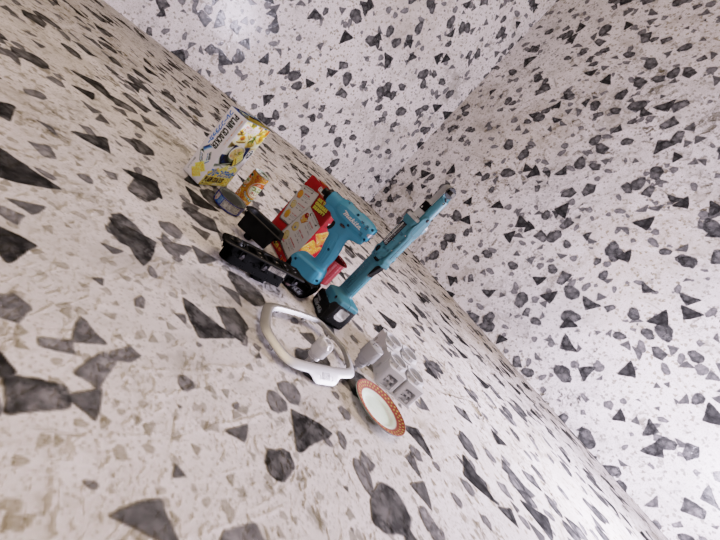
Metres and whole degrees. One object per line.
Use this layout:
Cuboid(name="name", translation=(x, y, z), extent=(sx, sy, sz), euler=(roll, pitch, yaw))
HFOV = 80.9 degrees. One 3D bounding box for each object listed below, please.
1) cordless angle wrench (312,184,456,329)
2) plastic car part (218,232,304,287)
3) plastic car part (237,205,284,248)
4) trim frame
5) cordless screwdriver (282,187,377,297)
Cuboid(name="cordless angle wrench", translation=(0.057, -0.038, 0.981), extent=(0.071, 0.425, 0.102), euler=(36, 16, -31))
Cuboid(name="plastic car part", translation=(-0.217, -0.016, 0.897), extent=(0.193, 0.067, 0.069), euler=(35, 16, -31))
Cuboid(name="plastic car part", translation=(-0.255, -0.100, 1.048), extent=(0.114, 0.071, 0.067), euler=(40, 14, -12))
Cuboid(name="trim frame", translation=(-0.102, 0.141, 0.823), extent=(0.234, 0.028, 0.194), euler=(28, 19, -48))
Cuboid(name="cordless screwdriver", translation=(-0.098, -0.064, 0.999), extent=(0.163, 0.250, 0.072), euler=(46, 14, 11))
